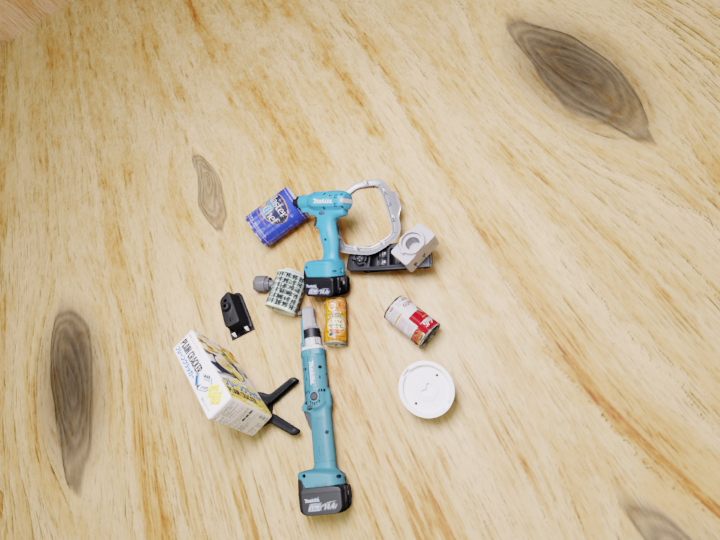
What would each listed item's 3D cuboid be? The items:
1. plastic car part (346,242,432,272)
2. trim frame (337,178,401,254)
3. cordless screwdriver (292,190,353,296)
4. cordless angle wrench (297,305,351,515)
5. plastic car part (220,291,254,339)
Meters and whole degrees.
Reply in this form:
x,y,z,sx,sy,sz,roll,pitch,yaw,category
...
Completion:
x,y,z,sx,sy,sz,roll,pitch,yaw,category
0.068,-0.027,0.989,0.210,0.064,0.067,-3,75,21,plastic car part
0.009,-0.138,1.050,0.187,0.026,0.258,-21,48,12,trim frame
-0.099,-0.064,1.008,0.167,0.071,0.248,3,93,34,cordless screwdriver
-0.094,0.279,0.918,0.099,0.071,0.436,-14,62,11,cordless angle wrench
-0.324,0.105,1.066,0.066,0.068,0.121,-28,66,3,plastic car part
